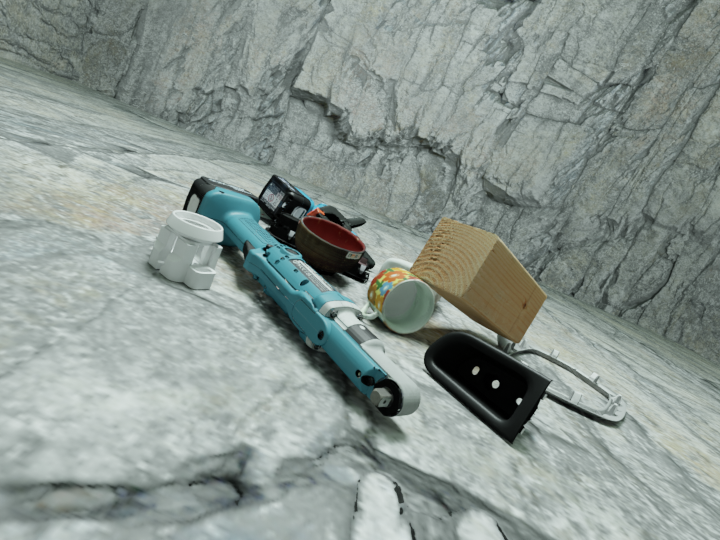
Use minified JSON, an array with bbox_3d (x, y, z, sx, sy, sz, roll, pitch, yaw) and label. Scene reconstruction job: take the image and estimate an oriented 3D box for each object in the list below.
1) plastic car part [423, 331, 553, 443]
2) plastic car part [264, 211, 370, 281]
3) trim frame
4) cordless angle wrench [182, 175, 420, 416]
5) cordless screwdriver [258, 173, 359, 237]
[{"bbox_3d":[0.130,0.112,0.427,0.067,0.066,0.123,35,-1,-40],"label":"plastic car part"},{"bbox_3d":[-0.072,-0.047,0.734,0.205,0.066,0.066,22,18,5],"label":"plastic car part"},{"bbox_3d":[0.293,0.151,0.630,0.195,0.027,0.236,30,15,35],"label":"trim frame"},{"bbox_3d":[-0.088,0.002,0.462,0.093,0.074,0.448,13,18,-43],"label":"cordless angle wrench"},{"bbox_3d":[-0.103,-0.117,0.935,0.167,0.074,0.236,42,13,30],"label":"cordless screwdriver"}]
